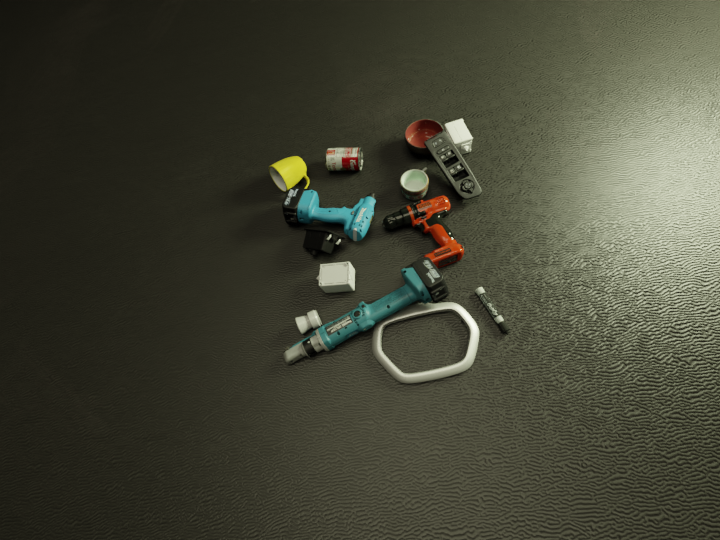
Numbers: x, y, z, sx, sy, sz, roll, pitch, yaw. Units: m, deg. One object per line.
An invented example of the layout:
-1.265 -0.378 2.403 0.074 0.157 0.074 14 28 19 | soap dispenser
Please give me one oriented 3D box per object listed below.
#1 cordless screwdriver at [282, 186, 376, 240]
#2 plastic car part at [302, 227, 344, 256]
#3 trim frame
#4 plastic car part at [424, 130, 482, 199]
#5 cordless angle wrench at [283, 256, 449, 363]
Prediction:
-0.085 -0.178 1.189 0.256 0.072 0.160 14 56 15 | cordless screwdriver
-0.112 -0.073 1.141 0.123 0.062 0.071 7 77 45 | plastic car part
0.150 0.161 0.986 0.251 0.026 0.191 -16 62 6 | trim frame
0.248 -0.274 1.149 0.066 0.066 0.208 -28 75 -8 | plastic car part
0.001 0.114 1.009 0.425 0.070 0.103 -30 47 5 | cordless angle wrench
